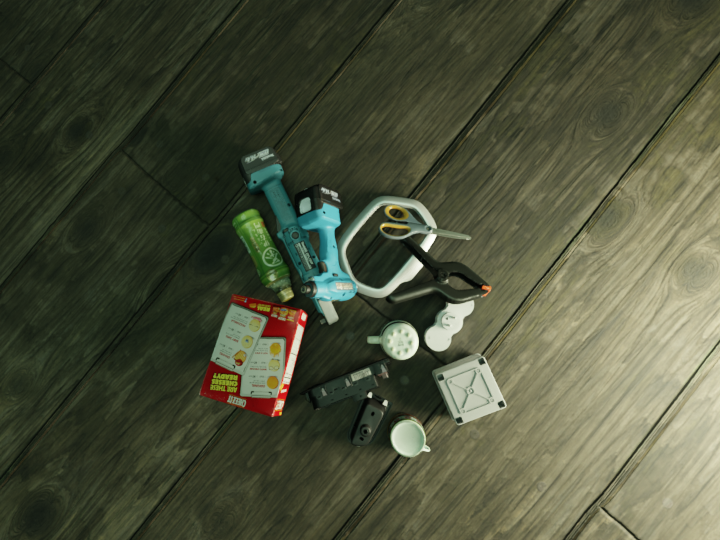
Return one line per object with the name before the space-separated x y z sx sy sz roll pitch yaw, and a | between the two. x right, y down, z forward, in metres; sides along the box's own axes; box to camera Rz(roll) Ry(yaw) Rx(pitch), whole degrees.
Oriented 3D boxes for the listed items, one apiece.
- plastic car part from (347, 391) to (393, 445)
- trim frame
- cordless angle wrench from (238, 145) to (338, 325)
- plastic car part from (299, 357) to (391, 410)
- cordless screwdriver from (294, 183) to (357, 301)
plastic car part | 0.015 0.320 0.883 0.067 0.069 0.117 25 83 8
trim frame | 0.057 -0.056 0.954 0.188 0.027 0.248 38 86 12
cordless angle wrench | -0.151 -0.076 0.962 0.097 0.074 0.428 -25 83 -9
plastic car part | -0.027 0.247 0.897 0.204 0.064 0.069 -18 74 6
cordless screwdriver | -0.088 -0.057 0.896 0.077 0.151 0.253 -20 75 32
